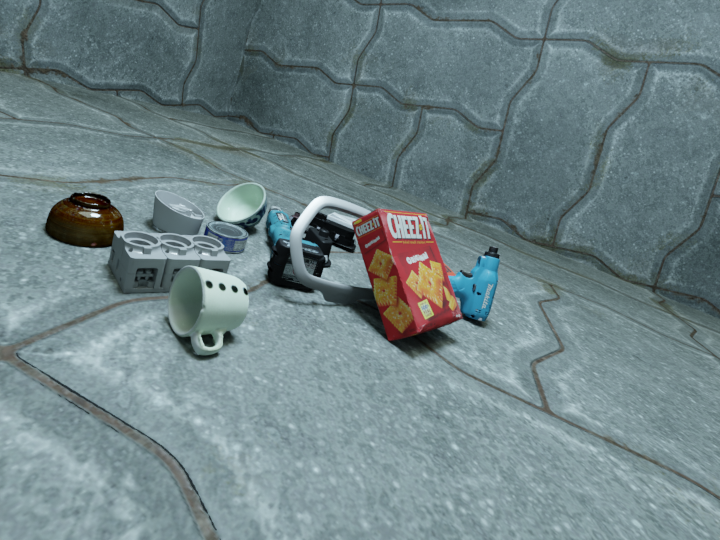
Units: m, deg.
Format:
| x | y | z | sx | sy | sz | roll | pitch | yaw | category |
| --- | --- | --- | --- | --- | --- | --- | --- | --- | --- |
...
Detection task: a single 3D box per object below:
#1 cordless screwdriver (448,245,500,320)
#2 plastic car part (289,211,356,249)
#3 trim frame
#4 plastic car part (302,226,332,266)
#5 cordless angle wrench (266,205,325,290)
| x | y | z | sx | sy | sz | roll | pitch | yaw | category |
| --- | --- | --- | --- | --- | --- | --- | --- | --- | --- |
| 0.170 | 0.002 | 0.887 | 0.245 | 0.159 | 0.075 | 15 | 1 | -8 | cordless screwdriver |
| -0.096 | -0.113 | 1.116 | 0.208 | 0.067 | 0.065 | 27 | 11 | 13 | plastic car part |
| -0.027 | -0.033 | 0.762 | 0.235 | 0.186 | 0.029 | 14 | -14 | -41 | trim frame |
| -0.093 | -0.061 | 0.946 | 0.063 | 0.070 | 0.122 | 9 | 18 | -28 | plastic car part |
| -0.171 | -0.081 | 0.935 | 0.095 | 0.074 | 0.441 | 13 | 17 | -22 | cordless angle wrench |
